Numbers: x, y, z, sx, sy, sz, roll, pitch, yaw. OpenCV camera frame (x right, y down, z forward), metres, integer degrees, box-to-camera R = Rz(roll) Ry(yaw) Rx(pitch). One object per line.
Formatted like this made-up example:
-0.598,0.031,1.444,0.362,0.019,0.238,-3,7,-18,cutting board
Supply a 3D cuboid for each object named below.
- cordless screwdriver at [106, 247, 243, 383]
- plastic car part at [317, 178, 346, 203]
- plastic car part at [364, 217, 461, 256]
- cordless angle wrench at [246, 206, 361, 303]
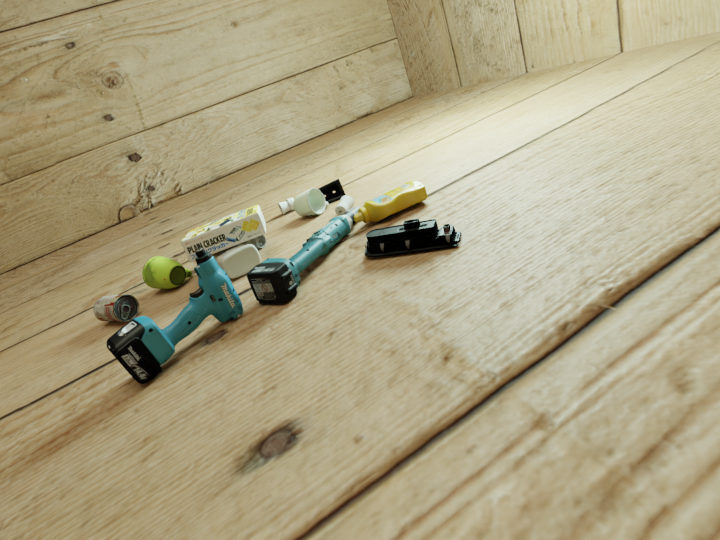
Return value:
-0.351,0.079,0.798,0.244,0.154,0.078,-39,27,-32,cordless screwdriver
-0.115,-0.258,1.437,0.117,0.065,0.071,-23,7,3,plastic car part
0.094,-0.067,0.863,0.210,0.064,0.066,-11,31,28,plastic car part
-0.098,-0.064,1.001,0.102,0.072,0.417,-4,27,33,cordless angle wrench
